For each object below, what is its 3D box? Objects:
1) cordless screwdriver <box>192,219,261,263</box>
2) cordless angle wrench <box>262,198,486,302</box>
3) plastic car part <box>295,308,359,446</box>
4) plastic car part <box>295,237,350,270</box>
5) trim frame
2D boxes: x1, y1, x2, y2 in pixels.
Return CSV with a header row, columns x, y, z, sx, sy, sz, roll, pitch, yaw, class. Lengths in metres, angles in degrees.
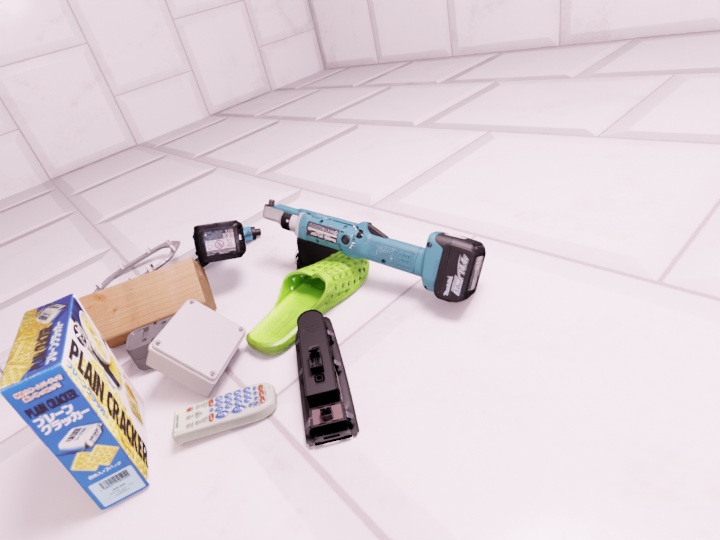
x,y,z,sx,sy,sz,roll,pitch,yaw,class
-0.282,-0.071,0.915,0.156,0.074,0.257,-11,9,-17,cordless screwdriver
-0.011,-0.056,0.736,0.445,0.097,0.071,19,13,30,cordless angle wrench
-0.059,0.126,0.576,0.066,0.064,0.211,-21,35,1,plastic car part
-0.084,-0.055,0.862,0.117,0.068,0.068,-16,32,5,plastic car part
-0.528,0.000,0.983,0.247,0.026,0.193,-32,30,-7,trim frame
